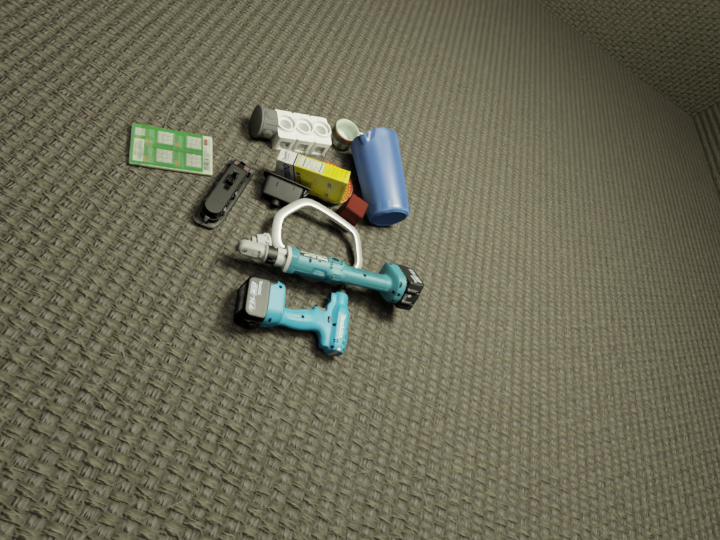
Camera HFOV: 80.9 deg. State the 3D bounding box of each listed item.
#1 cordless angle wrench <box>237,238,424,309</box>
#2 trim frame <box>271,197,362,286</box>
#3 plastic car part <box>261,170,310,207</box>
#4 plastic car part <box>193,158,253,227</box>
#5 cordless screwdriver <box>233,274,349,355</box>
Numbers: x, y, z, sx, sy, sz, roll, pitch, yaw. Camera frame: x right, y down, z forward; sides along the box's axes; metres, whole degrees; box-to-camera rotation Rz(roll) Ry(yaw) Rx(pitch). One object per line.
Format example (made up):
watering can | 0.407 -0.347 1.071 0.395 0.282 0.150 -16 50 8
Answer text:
cordless angle wrench | -0.064 -0.002 0.934 0.409 0.074 0.102 14 25 -19
trim frame | -0.097 -0.064 0.996 0.240 0.028 0.186 31 63 -19
plastic car part | -0.189 -0.183 1.017 0.113 0.067 0.072 19 72 -16
plastic car part | -0.302 -0.180 0.955 0.064 0.069 0.205 34 56 -19
cordless screwdriver | -0.134 0.073 0.897 0.239 0.075 0.163 21 57 -21
